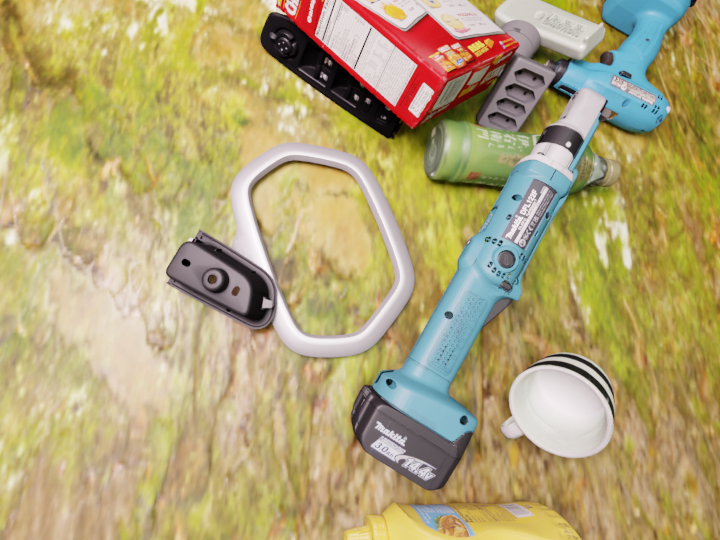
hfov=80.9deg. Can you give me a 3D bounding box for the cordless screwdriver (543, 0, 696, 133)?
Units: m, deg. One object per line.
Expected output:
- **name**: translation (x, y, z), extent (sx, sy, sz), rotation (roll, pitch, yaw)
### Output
- **cordless screwdriver**: translation (0.349, -0.318, 0.567), extent (0.159, 0.074, 0.249), rotation (25, 78, -1)

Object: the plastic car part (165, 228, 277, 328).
- **plastic car part**: translation (-0.137, 0.008, 0.406), extent (0.119, 0.069, 0.066), rotation (28, 84, 11)

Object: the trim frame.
- **trim frame**: translation (-0.045, -0.030, 0.464), extent (0.181, 0.027, 0.252), rotation (-20, 81, -13)

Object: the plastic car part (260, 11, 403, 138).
- **plastic car part**: translation (-0.025, -0.246, 0.502), extent (0.203, 0.066, 0.067), rotation (31, 67, 1)

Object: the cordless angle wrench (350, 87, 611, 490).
- **cordless angle wrench**: translation (0.133, -0.007, 0.419), extent (0.098, 0.074, 0.423), rotation (31, 83, -2)
